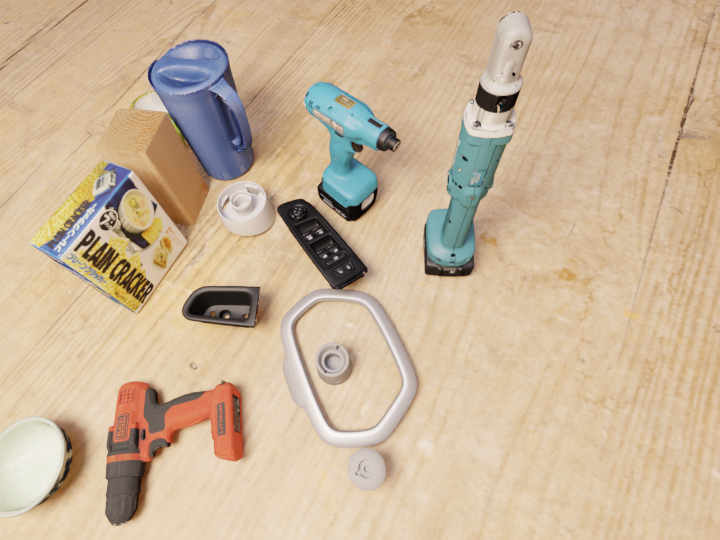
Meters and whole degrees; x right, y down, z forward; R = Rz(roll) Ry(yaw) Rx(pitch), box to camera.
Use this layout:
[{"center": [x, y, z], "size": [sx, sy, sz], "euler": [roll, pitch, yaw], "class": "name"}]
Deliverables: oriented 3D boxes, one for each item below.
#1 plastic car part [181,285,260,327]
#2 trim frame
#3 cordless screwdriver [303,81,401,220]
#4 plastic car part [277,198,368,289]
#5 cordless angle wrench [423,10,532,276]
[{"center": [-0.215, 0.065, 0.676], "size": [0.118, 0.068, 0.067], "euler": [1, 63, 6], "class": "plastic car part"}, {"center": [-0.027, 0.135, 0.639], "size": [0.183, 0.026, 0.259], "euler": [-24, 62, -6], "class": "trim frame"}, {"center": [-0.008, -0.170, 0.680], "size": [0.166, 0.241, 0.074], "euler": [40, 71, 20], "class": "cordless screwdriver"}, {"center": [-0.070, -0.046, 0.721], "size": [0.066, 0.065, 0.212], "euler": [-32, 63, -12], "class": "plastic car part"}, {"center": [0.139, -0.117, 0.537], "size": [0.075, 0.409, 0.100], "euler": [2, 63, 3], "class": "cordless angle wrench"}]
